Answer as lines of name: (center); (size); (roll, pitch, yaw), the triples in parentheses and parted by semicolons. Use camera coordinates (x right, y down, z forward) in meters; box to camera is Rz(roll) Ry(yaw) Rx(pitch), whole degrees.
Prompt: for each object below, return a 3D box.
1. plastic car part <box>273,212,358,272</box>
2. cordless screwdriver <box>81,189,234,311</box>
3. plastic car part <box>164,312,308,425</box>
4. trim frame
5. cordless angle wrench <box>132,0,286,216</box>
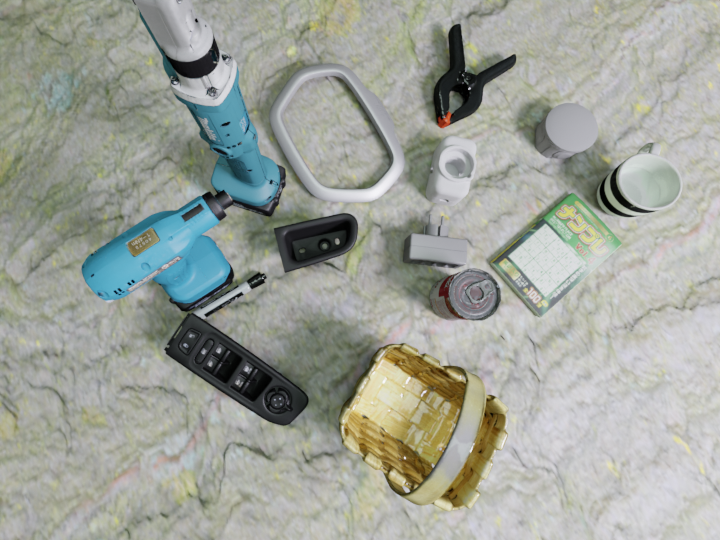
plastic car part: (-0.061, -0.040, 0.619); (0.116, 0.070, 0.067); (-15, 82, -4)
cordless screwdriver: (-0.210, -0.019, 0.525); (0.158, 0.247, 0.075); (-35, 87, -8)
plastic car part: (-0.167, 0.140, 0.587); (0.205, 0.066, 0.066); (33, 81, 5)
trim frame: (-0.036, -0.219, 0.675); (0.183, 0.027, 0.252); (-30, 81, -6)
cordless angle wrench: (-0.146, -0.154, 0.463); (0.098, 0.421, 0.075); (19, 81, -3)
